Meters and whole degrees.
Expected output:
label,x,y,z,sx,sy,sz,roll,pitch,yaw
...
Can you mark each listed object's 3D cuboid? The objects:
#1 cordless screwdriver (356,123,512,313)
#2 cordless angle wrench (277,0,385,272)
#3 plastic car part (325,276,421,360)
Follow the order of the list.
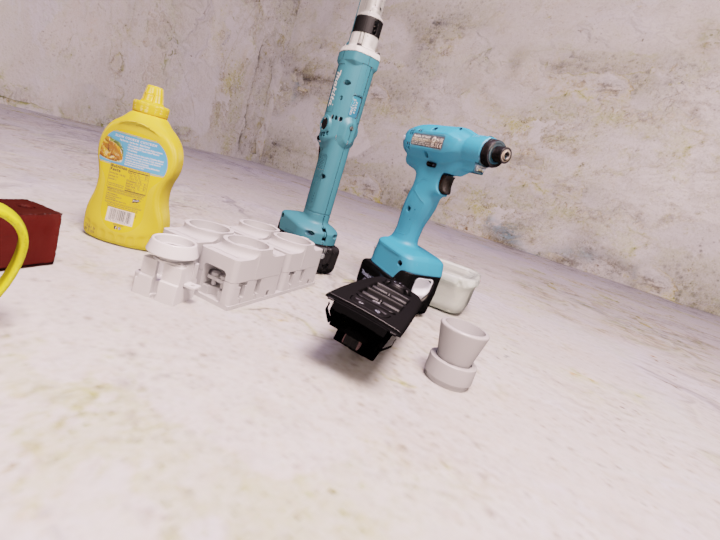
label,x,y,z,sx,sy,sz,roll,pitch,yaw
cordless screwdriver,0.089,-0.061,0.547,0.071,0.247,0.168,10,14,-34
cordless angle wrench,-0.033,-0.206,0.618,0.071,0.420,0.103,9,14,-38
plastic car part,0.019,0.045,0.419,0.068,0.066,0.198,20,13,13
